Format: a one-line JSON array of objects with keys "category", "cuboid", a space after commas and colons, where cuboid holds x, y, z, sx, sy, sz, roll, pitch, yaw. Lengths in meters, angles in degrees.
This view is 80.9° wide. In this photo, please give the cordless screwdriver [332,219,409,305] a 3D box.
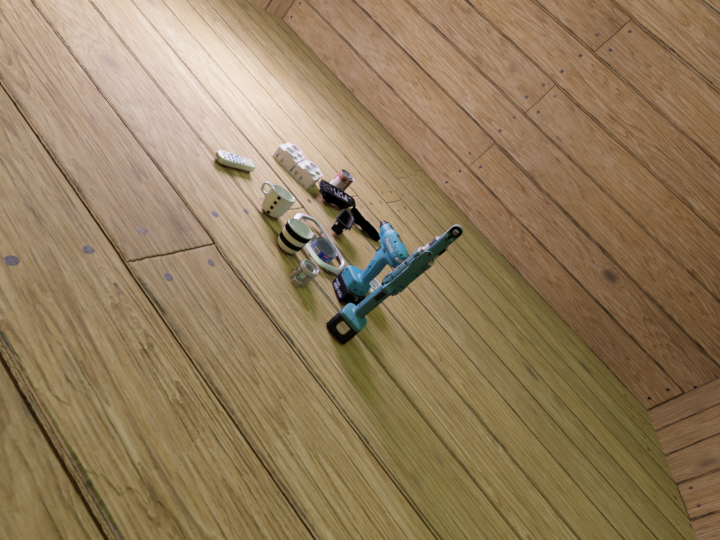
[{"category": "cordless screwdriver", "cuboid": [0.023, -0.021, 1.225, 0.070, 0.251, 0.166, 23, 35, -40]}]

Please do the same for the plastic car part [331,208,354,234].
[{"category": "plastic car part", "cuboid": [-0.069, -0.166, 1.508, 0.065, 0.071, 0.117, 42, 27, -9]}]

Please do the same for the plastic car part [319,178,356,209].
[{"category": "plastic car part", "cuboid": [-0.093, -0.283, 1.647, 0.192, 0.068, 0.069, 16, 39, -44]}]

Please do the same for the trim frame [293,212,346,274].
[{"category": "trim frame", "cuboid": [-0.132, -0.086, 1.352, 0.256, 0.028, 0.177, 53, 27, 17]}]

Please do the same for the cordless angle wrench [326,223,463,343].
[{"category": "cordless angle wrench", "cuboid": [0.084, 0.030, 1.038, 0.075, 0.427, 0.096, 49, 27, 3]}]
